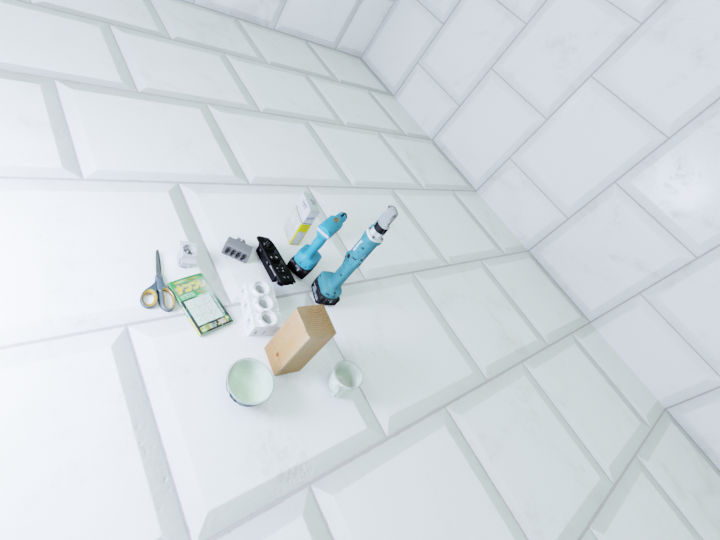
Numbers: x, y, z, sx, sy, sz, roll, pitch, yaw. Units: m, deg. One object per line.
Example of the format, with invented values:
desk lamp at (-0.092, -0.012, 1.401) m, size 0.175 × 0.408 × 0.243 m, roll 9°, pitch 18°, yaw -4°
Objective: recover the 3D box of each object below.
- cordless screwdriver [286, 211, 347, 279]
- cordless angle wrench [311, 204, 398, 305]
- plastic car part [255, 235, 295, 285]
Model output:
cordless screwdriver at (-0.136, -0.089, 1.392) m, size 0.075 × 0.250 × 0.157 m, roll 42°, pitch 37°, yaw 0°
cordless angle wrench at (-0.016, -0.041, 1.292) m, size 0.071 × 0.425 × 0.102 m, roll 11°, pitch 47°, yaw -34°
plastic car part at (-0.283, -0.025, 1.360) m, size 0.063 × 0.067 × 0.211 m, roll -4°, pitch 53°, yaw -42°
